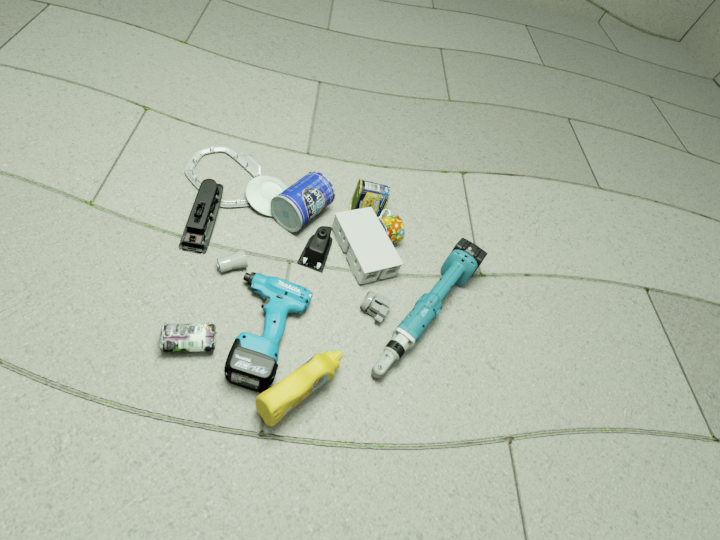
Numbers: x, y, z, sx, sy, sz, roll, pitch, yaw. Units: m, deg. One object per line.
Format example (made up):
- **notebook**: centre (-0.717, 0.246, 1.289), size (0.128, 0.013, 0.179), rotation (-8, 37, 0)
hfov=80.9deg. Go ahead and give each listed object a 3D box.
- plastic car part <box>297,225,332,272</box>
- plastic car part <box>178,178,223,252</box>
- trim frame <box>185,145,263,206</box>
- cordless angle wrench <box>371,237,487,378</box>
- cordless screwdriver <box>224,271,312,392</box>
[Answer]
- **plastic car part**: centre (-0.101, -0.066, 1.035), size (0.066, 0.070, 0.118), rotation (20, 55, -2)
- **plastic car part**: centre (-0.385, -0.145, 1.025), size (0.066, 0.065, 0.208), rotation (6, 57, 0)
- **trim frame**: centre (-0.361, -0.260, 1.149), size (0.258, 0.027, 0.180), rotation (41, 55, 20)
- **cordless angle wrench**: centre (0.155, 0.084, 0.970), size (0.077, 0.096, 0.418), rotation (35, 58, 14)
- **cordless screwdriver**: centre (-0.211, 0.112, 0.879), size (0.160, 0.073, 0.251), rotation (19, 48, 1)
